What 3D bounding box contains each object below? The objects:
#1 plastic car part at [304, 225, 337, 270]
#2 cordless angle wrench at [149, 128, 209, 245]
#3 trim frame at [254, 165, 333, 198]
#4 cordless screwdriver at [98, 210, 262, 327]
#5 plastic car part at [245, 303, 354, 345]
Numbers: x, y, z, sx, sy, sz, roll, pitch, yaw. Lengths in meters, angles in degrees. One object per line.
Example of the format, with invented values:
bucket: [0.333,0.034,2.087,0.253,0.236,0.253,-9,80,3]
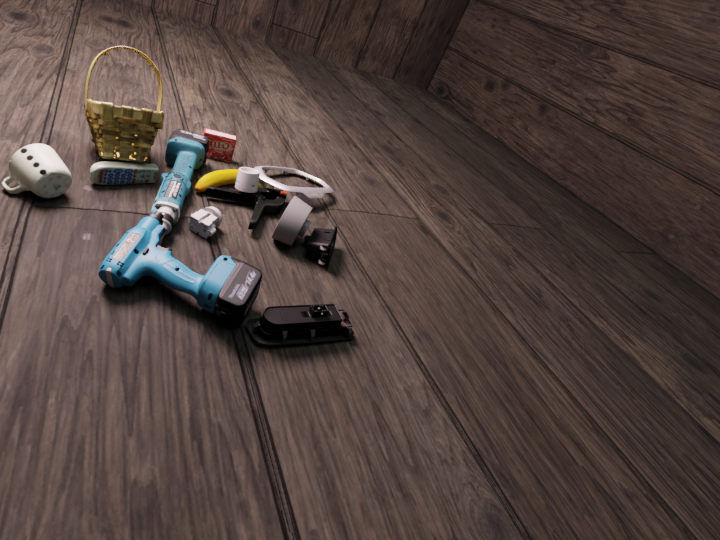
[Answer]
plastic car part: [-0.094,-0.062,0.966,0.071,0.064,0.119,8,31,0]
cordless angle wrench: [-0.411,-0.188,0.937,0.095,0.074,0.440,11,37,-20]
trim frame: [-0.182,-0.245,1.163,0.194,0.027,0.238,34,24,29]
cordless screwdriver: [-0.292,-0.011,0.726,0.248,0.073,0.161,19,49,-2]
plastic car part: [-0.097,0.091,0.742,0.195,0.066,0.069,-2,49,-30]
